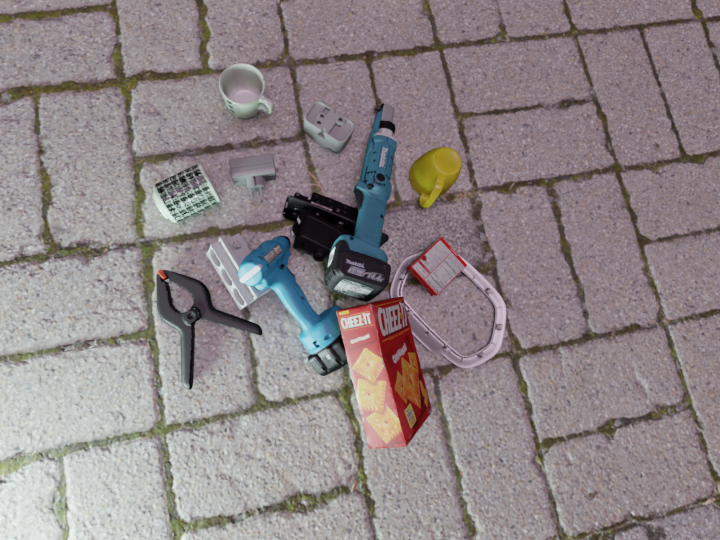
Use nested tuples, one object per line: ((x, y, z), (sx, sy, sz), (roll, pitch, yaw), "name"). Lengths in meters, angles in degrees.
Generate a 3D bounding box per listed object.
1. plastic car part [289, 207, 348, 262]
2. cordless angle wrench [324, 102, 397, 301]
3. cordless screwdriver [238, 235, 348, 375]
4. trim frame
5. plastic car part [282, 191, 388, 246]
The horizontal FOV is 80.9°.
((-0.076, -0.050, 0.776), (0.116, 0.066, 0.072), (27, 44, -5), "plastic car part")
((0.024, -0.154, 0.772), (0.096, 0.074, 0.430), (17, 60, -11), "cordless angle wrench")
((-0.097, 0.050, 0.748), (0.075, 0.159, 0.246), (-37, 98, 25), "cordless screwdriver")
((0.173, 0.069, 0.813), (0.249, 0.027, 0.183), (45, 79, 2), "trim frame")
((-0.043, -0.099, 0.807), (0.203, 0.066, 0.068), (24, 47, 0), "plastic car part")
